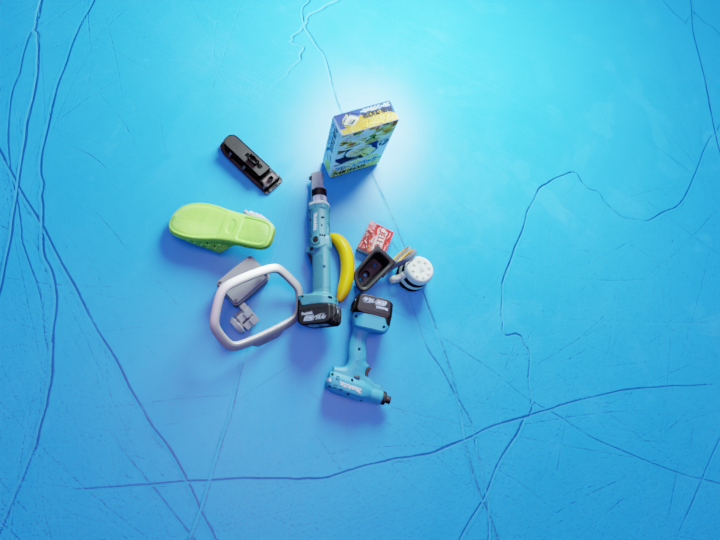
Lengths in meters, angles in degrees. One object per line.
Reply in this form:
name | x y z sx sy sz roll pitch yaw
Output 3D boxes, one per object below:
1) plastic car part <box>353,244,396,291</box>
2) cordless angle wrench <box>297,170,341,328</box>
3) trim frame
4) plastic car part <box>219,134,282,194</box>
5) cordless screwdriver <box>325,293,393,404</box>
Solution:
plastic car part | 0.024 0.002 1.088 0.066 0.071 0.116 43 80 2
cordless angle wrench | -0.106 -0.070 1.088 0.101 0.070 0.432 -11 68 21
trim frame | -0.242 0.088 1.004 0.241 0.029 0.181 -24 103 -35
plastic car part | -0.306 -0.300 1.154 0.207 0.066 0.066 42 78 9
cordless screwdriver | 0.024 0.192 1.030 0.159 0.074 0.250 18 75 -3
